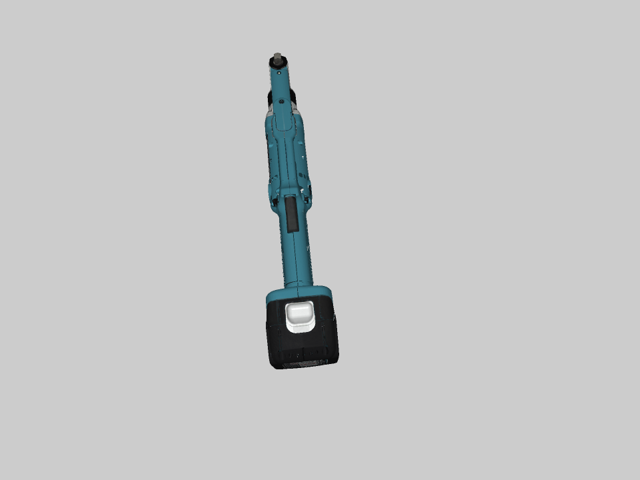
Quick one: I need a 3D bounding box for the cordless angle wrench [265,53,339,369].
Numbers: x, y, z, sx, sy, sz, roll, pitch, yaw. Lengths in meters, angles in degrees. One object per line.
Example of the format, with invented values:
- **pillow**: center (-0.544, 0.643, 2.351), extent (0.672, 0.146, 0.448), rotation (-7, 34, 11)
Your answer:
- **cordless angle wrench**: center (-0.038, -0.060, 0.536), extent (0.074, 0.421, 0.098), rotation (-6, -21, -2)
